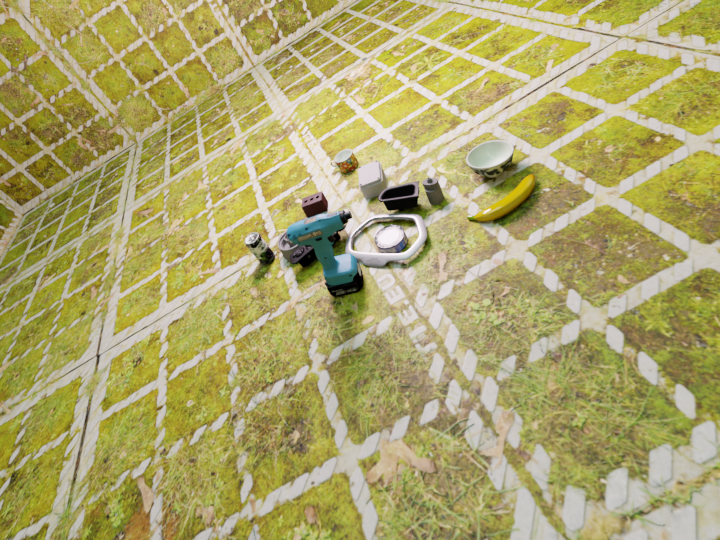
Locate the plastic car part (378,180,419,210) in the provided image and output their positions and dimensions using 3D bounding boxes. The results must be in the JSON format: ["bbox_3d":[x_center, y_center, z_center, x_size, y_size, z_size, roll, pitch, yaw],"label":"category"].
[{"bbox_3d":[0.118,-0.203,1.215,0.120,0.067,0.067,-9,46,26],"label":"plastic car part"}]

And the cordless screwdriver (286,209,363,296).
[{"bbox_3d":[-0.057,-0.045,1.050,0.163,0.236,0.077,-17,43,18],"label":"cordless screwdriver"}]

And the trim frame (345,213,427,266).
[{"bbox_3d":[0.067,-0.089,1.171,0.261,0.026,0.185,4,54,35],"label":"trim frame"}]

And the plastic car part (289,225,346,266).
[{"bbox_3d":[-0.123,-0.080,1.255,0.202,0.063,0.070,-37,41,-4],"label":"plastic car part"}]
